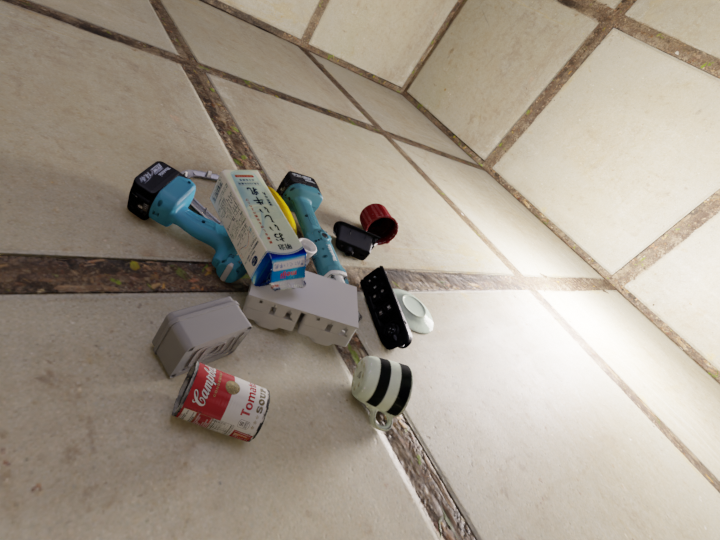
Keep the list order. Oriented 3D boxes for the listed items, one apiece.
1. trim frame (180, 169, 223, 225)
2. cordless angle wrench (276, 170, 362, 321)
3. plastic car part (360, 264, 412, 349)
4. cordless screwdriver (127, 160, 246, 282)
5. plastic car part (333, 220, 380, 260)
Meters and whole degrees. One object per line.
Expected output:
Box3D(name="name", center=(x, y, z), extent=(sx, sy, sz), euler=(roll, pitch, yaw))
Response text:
Box3D(name="trim frame", center=(-0.285, -0.141, 0.902), extent=(0.254, 0.027, 0.180), euler=(42, 32, 9))
Box3D(name="cordless angle wrench", center=(-0.092, -0.060, 0.936), extent=(0.093, 0.074, 0.443), euler=(11, 40, -37))
Box3D(name="plastic car part", center=(0.057, 0.086, 0.885), extent=(0.063, 0.067, 0.212), euler=(47, 17, -38))
Box3D(name="cordless screwdriver", center=(-0.285, -0.100, 0.777), extent=(0.248, 0.075, 0.159), euler=(36, 41, -3))
Box3D(name="plastic car part", center=(-0.019, -0.064, 1.027), extent=(0.113, 0.066, 0.073), euler=(21, 47, -16))
